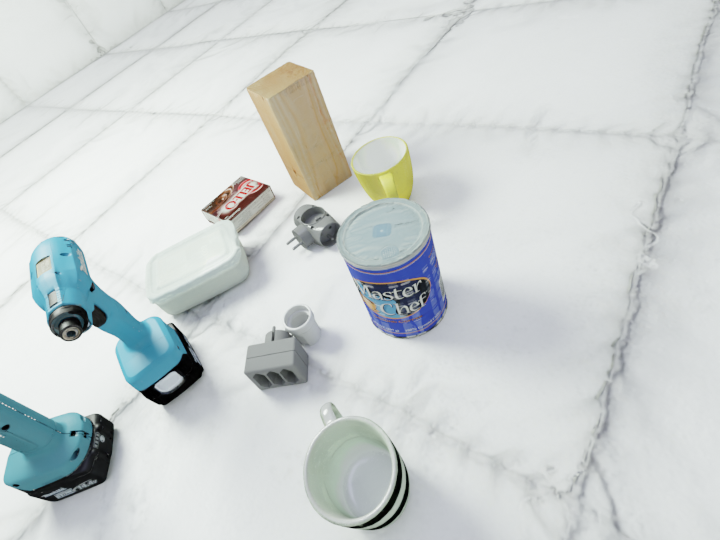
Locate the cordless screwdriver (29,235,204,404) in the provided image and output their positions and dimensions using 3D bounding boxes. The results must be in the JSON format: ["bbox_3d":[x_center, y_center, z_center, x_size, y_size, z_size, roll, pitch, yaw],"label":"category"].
[{"bbox_3d":[-0.278,0.079,0.498,0.074,0.237,0.169,-38,46,-14],"label":"cordless screwdriver"}]

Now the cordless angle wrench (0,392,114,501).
[{"bbox_3d":[-0.411,0.117,0.406,0.098,0.402,0.078,-22,44,1],"label":"cordless angle wrench"}]
